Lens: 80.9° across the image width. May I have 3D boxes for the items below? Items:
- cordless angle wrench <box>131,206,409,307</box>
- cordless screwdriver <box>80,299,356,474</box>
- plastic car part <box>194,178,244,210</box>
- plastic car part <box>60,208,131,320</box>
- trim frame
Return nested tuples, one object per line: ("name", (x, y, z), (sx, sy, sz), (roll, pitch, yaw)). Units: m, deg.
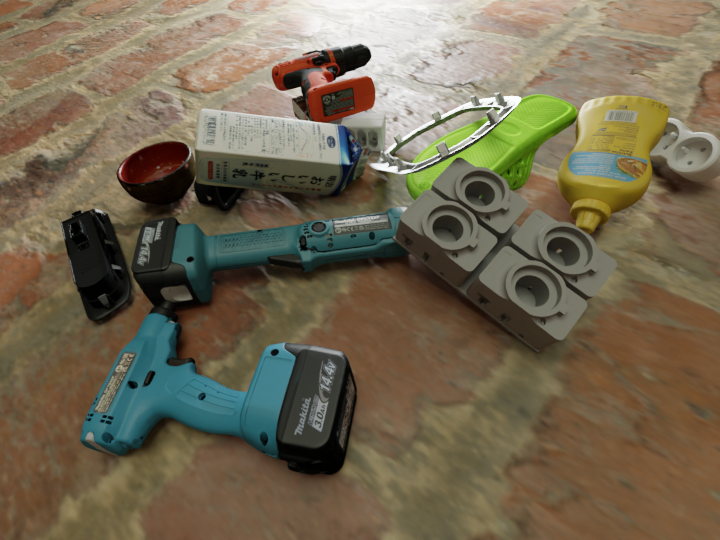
("cordless angle wrench", (-0.050, -0.033, 0.515), (0.423, 0.071, 0.102), (-7, 51, -1))
("cordless screwdriver", (-0.130, 0.102, 0.413), (0.254, 0.071, 0.162), (0, 50, 13))
("plastic car part", (-0.214, -0.145, 0.642), (0.074, 0.062, 0.117), (4, 54, 30))
("plastic car part", (-0.355, -0.024, 0.560), (0.065, 0.065, 0.214), (-25, 54, -23))
("trim frame", (0.098, -0.179, 0.558), (0.185, 0.026, 0.256), (-32, 23, 6))
